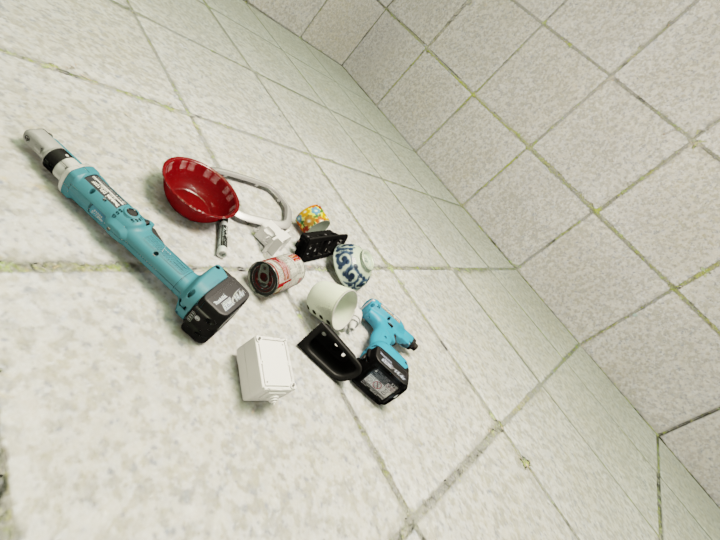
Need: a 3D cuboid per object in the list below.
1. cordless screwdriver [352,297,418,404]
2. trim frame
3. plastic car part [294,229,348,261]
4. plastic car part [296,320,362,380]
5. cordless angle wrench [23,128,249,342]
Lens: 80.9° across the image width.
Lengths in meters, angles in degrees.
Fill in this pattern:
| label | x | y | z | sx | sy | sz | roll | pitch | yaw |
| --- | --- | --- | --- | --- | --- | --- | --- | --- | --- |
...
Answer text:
| label | x | y | z | sx | sy | sz | roll | pitch | yaw |
| --- | --- | --- | --- | --- | --- | --- | --- | --- | --- |
| cordless screwdriver | 0.062 | 0.172 | 0.886 | 0.156 | 0.075 | 0.251 | 40 | 22 | -11 |
| trim frame | -0.255 | -0.170 | 0.987 | 0.236 | 0.028 | 0.192 | 6 | 46 | -50 |
| plastic car part | -0.100 | -0.066 | 1.025 | 0.070 | 0.066 | 0.195 | 28 | 20 | 25 |
| plastic car part | -0.051 | 0.145 | 0.783 | 0.115 | 0.066 | 0.071 | 45 | 11 | -7 |
| cordless angle wrench | -0.355 | -0.069 | 0.644 | 0.424 | 0.075 | 0.097 | 43 | 26 | 2 |
